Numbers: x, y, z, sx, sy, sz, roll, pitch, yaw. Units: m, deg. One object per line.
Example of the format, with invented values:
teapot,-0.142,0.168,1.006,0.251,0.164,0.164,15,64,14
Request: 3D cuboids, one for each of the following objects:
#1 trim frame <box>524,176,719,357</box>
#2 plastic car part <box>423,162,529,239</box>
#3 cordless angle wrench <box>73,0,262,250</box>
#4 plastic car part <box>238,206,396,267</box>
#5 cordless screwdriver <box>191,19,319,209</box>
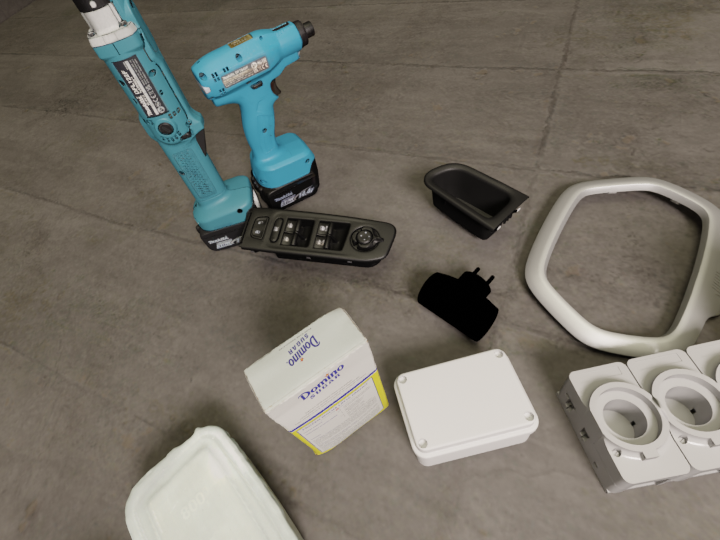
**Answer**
trim frame,0.299,-0.016,0.473,0.193,0.026,0.248,22,63,28
plastic car part,0.139,-0.083,0.540,0.065,0.068,0.123,-40,55,-16
cordless angle wrench,-0.226,-0.182,0.501,0.098,0.404,0.077,-15,53,1
plastic car part,-0.055,-0.036,0.562,0.209,0.064,0.067,5,56,18
cordless screwdriver,-0.112,-0.209,0.595,0.158,0.238,0.078,-30,54,-10
